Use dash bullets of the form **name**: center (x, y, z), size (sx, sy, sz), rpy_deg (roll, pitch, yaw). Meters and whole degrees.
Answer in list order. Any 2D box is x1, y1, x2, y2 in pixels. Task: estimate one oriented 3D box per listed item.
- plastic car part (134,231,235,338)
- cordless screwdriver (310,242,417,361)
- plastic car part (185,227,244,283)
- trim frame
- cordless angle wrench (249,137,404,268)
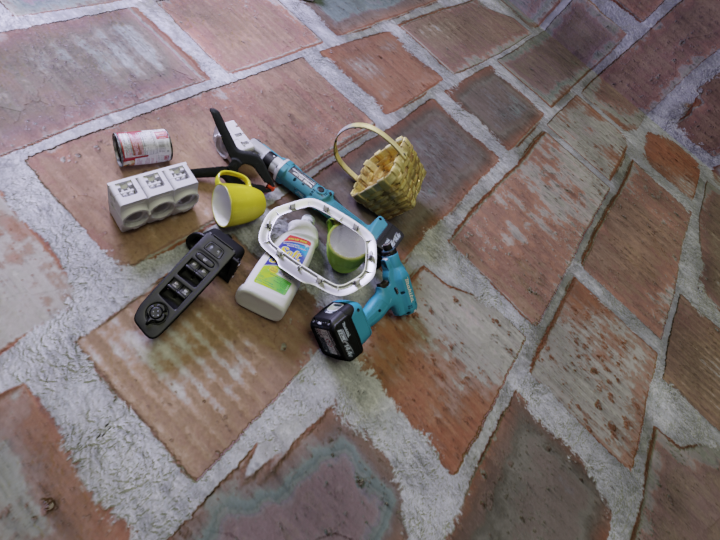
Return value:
- **plastic car part**: center (-0.310, 0.028, 0.742), size (0.066, 0.068, 0.202), rpy_deg (39, 64, -7)
- **cordless screwdriver**: center (0.012, 0.057, 0.840), size (0.242, 0.078, 0.156), rpy_deg (-31, 108, -37)
- **plastic car part**: center (-0.274, -0.045, 0.828), size (0.118, 0.066, 0.070), rpy_deg (40, 37, 6)
- **trim frame**: center (-0.081, -0.053, 0.830), size (0.255, 0.027, 0.183), rpy_deg (34, 63, 12)
- **cordless angle wrench**: center (-0.098, -0.170, 0.975), size (0.427, 0.074, 0.097), rpy_deg (38, 51, 5)
